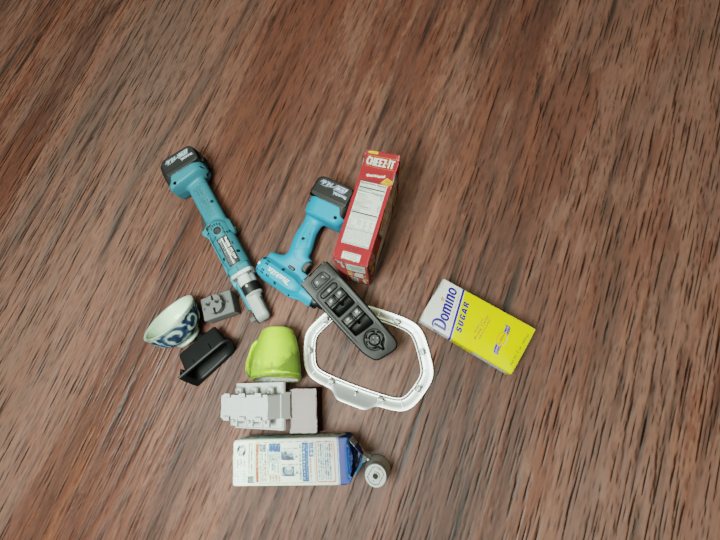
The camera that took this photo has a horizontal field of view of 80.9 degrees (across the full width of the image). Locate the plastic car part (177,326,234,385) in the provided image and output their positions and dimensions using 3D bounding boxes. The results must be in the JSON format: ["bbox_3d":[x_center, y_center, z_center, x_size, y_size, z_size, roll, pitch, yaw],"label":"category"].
[{"bbox_3d":[-0.311,0.161,0.842,0.116,0.063,0.075,-44,59,-8],"label":"plastic car part"}]

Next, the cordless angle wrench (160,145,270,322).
[{"bbox_3d":[-0.299,-0.078,0.905,0.098,0.072,0.436,-32,73,-1],"label":"cordless angle wrench"}]

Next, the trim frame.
[{"bbox_3d":[0.011,0.160,0.794,0.255,0.027,0.185,17,78,13],"label":"trim frame"}]

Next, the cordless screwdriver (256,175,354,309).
[{"bbox_3d":[-0.084,-0.055,0.855,0.165,0.072,0.248,32,85,17],"label":"cordless screwdriver"}]

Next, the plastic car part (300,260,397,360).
[{"bbox_3d":[-0.021,0.081,0.779,0.066,0.065,0.209,-41,75,-13],"label":"plastic car part"}]
